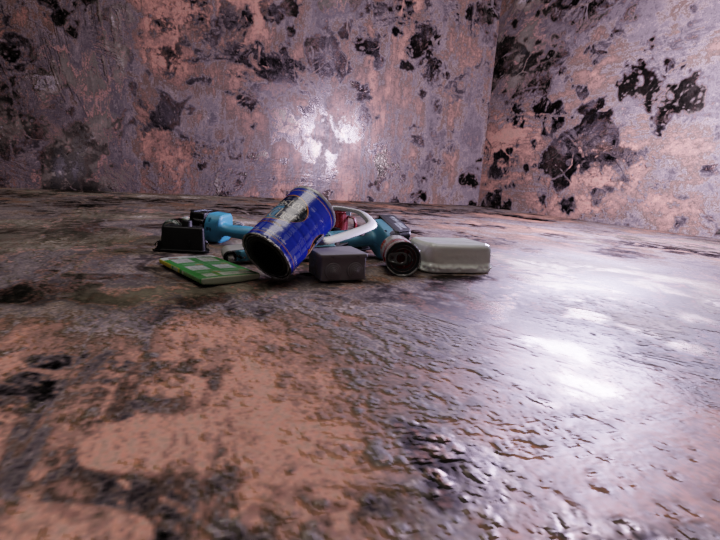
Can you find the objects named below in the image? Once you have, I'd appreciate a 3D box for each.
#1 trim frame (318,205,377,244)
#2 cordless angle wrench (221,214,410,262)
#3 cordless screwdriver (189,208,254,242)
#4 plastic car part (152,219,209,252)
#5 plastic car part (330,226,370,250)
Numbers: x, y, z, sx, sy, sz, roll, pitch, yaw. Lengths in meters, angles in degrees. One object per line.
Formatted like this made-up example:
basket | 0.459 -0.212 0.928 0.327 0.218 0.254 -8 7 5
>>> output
trim frame | -0.078 -0.097 0.896 0.195 0.027 0.241 25 36 37
cordless angle wrench | -0.090 -0.059 0.917 0.409 0.073 0.103 -8 37 -26
cordless screwdriver | -0.294 -0.101 1.063 0.256 0.073 0.156 11 13 15
plastic car part | -0.389 -0.077 0.930 0.117 0.070 0.067 1 12 0
plastic car part | -0.053 -0.071 1.024 0.194 0.067 0.069 -1 5 -30
